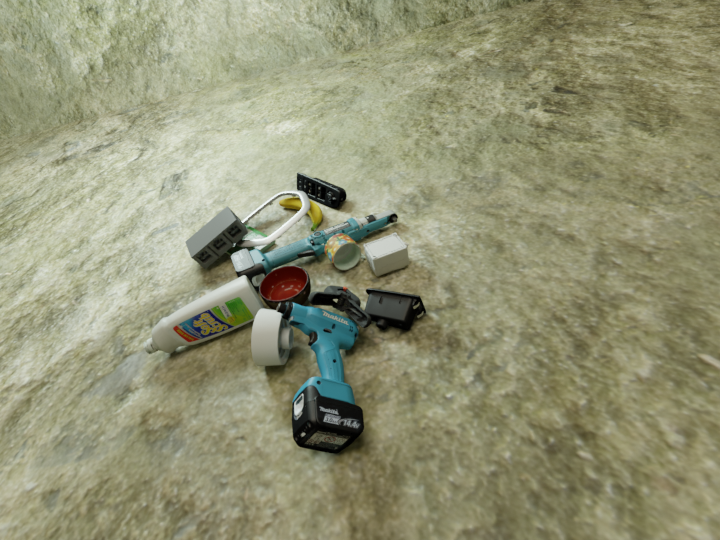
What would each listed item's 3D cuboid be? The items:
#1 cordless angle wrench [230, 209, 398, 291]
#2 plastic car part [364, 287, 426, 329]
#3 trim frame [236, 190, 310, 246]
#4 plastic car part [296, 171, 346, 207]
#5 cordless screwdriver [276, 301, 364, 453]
[{"bbox_3d":[-0.102,-0.066,1.039,0.418,0.071,0.103,-22,40,-11],"label":"cordless angle wrench"},{"bbox_3d":[0.058,0.082,0.823,0.122,0.062,0.071,5,57,28],"label":"plastic car part"},{"bbox_3d":[-0.246,-0.145,1.170,0.195,0.026,0.246,25,62,39],"label":"trim frame"},{"bbox_3d":[-0.112,-0.236,1.251,0.064,0.065,0.215,-9,29,-38],"label":"plastic car part"},{"bbox_3d":[-0.076,0.159,0.707,0.154,0.074,0.257,22,35,-19],"label":"cordless screwdriver"}]
